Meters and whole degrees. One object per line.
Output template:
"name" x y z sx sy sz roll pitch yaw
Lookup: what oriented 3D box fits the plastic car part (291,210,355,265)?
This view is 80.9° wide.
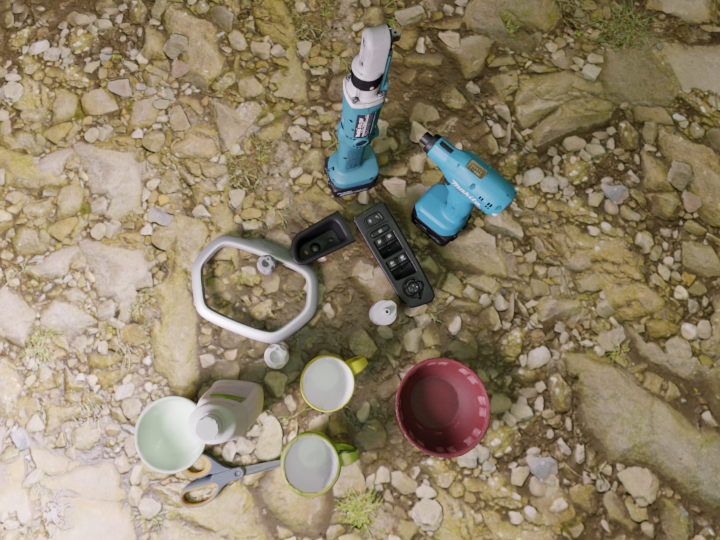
"plastic car part" -0.077 -0.051 0.791 0.116 0.070 0.067 -29 82 -7

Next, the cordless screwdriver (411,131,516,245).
"cordless screwdriver" 0.143 -0.133 0.719 0.161 0.247 0.074 43 80 4

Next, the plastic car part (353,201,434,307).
"plastic car part" 0.061 -0.022 0.787 0.066 0.066 0.207 -29 80 -7

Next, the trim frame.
"trim frame" -0.199 0.029 0.796 0.250 0.027 0.185 19 79 4

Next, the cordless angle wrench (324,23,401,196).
"cordless angle wrench" -0.003 -0.219 0.650 0.097 0.420 0.075 -13 83 -7
